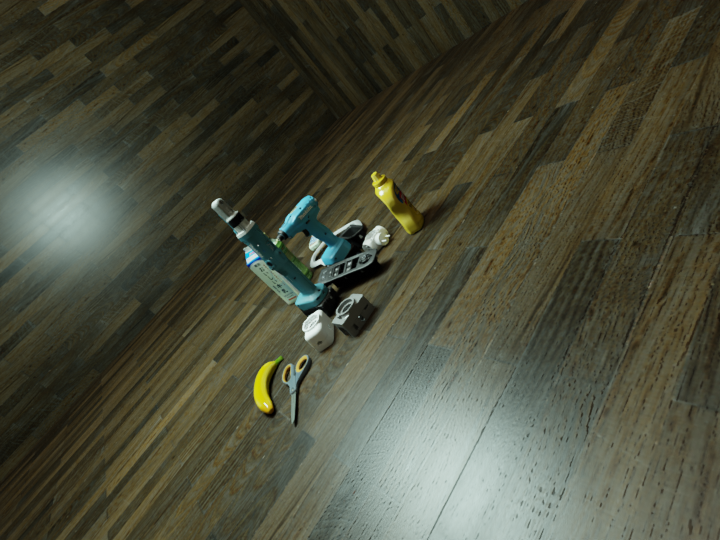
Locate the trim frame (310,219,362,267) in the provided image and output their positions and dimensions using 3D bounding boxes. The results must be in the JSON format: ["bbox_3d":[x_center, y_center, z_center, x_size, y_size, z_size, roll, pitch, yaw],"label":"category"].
[{"bbox_3d":[-0.084,-0.090,1.458,0.255,0.026,0.186,-27,29,34],"label":"trim frame"}]

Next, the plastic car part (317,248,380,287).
[{"bbox_3d":[-0.027,0.004,1.164,0.208,0.065,0.067,-26,27,35],"label":"plastic car part"}]

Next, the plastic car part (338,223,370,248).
[{"bbox_3d":[-0.009,-0.098,1.300,0.066,0.068,0.121,-48,23,-11],"label":"plastic car part"}]

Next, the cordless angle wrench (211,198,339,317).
[{"bbox_3d":[-0.227,-0.032,1.113,0.101,0.409,0.074,-25,26,42],"label":"cordless angle wrench"}]

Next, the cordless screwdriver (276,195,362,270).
[{"bbox_3d":[-0.120,-0.079,1.230,0.158,0.240,0.077,-52,21,-21],"label":"cordless screwdriver"}]
